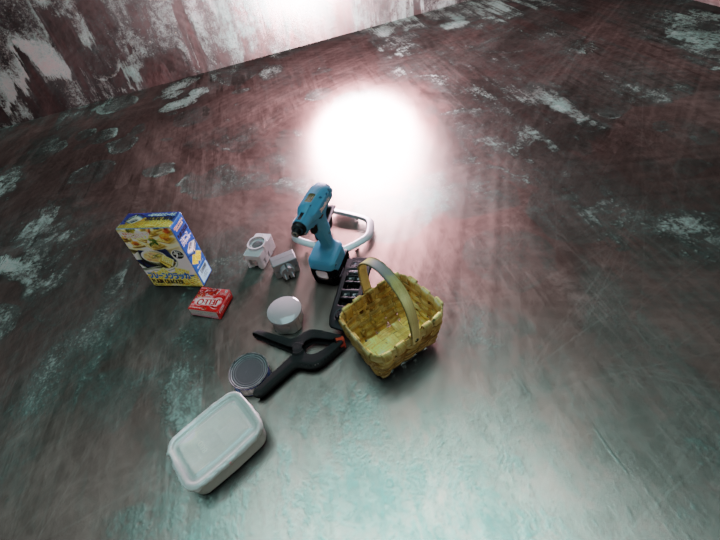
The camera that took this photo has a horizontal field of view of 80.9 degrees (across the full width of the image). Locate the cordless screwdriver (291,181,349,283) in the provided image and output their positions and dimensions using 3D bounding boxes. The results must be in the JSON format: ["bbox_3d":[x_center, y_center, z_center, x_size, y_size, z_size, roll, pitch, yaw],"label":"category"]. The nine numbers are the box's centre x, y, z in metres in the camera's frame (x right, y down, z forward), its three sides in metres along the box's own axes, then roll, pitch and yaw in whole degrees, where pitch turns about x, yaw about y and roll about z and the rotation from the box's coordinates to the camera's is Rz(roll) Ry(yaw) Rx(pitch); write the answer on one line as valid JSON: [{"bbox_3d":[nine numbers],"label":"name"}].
[{"bbox_3d":[-0.096,-0.063,0.980,0.077,0.238,0.160,8,47,19],"label":"cordless screwdriver"}]

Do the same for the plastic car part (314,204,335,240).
[{"bbox_3d":[-0.105,-0.121,1.164,0.067,0.068,0.119,-1,45,12],"label":"plastic car part"}]

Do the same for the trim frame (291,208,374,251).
[{"bbox_3d":[-0.082,-0.119,1.185,0.260,0.026,0.184,12,50,26],"label":"trim frame"}]

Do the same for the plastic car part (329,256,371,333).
[{"bbox_3d":[-0.020,0.061,0.961,0.068,0.064,0.205,4,47,17],"label":"plastic car part"}]
